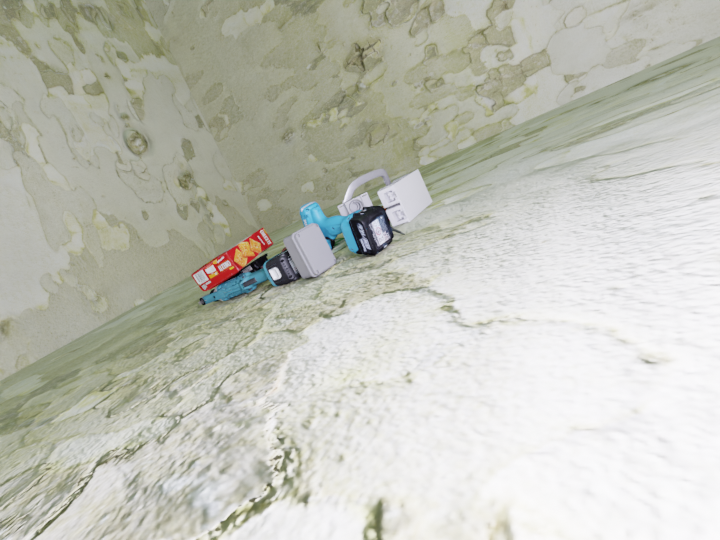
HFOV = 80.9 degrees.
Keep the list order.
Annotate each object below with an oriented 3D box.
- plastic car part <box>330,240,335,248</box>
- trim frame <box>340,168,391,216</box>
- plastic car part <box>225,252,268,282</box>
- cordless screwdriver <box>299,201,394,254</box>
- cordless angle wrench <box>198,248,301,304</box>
[{"bbox_3d":[-0.119,-0.078,1.214,0.071,0.065,0.117,-41,7,9],"label":"plastic car part"},{"bbox_3d":[0.020,-0.180,1.165,0.029,0.179,0.243,15,34,33],"label":"trim frame"},{"bbox_3d":[-0.362,0.013,1.343,0.209,0.066,0.066,-23,17,34],"label":"plastic car part"},{"bbox_3d":[-0.038,-0.080,0.995,0.073,0.154,0.262,-34,29,-33],"label":"cordless screwdriver"},{"bbox_3d":[-0.321,0.035,1.183,0.437,0.073,0.096,-19,12,37],"label":"cordless angle wrench"}]
